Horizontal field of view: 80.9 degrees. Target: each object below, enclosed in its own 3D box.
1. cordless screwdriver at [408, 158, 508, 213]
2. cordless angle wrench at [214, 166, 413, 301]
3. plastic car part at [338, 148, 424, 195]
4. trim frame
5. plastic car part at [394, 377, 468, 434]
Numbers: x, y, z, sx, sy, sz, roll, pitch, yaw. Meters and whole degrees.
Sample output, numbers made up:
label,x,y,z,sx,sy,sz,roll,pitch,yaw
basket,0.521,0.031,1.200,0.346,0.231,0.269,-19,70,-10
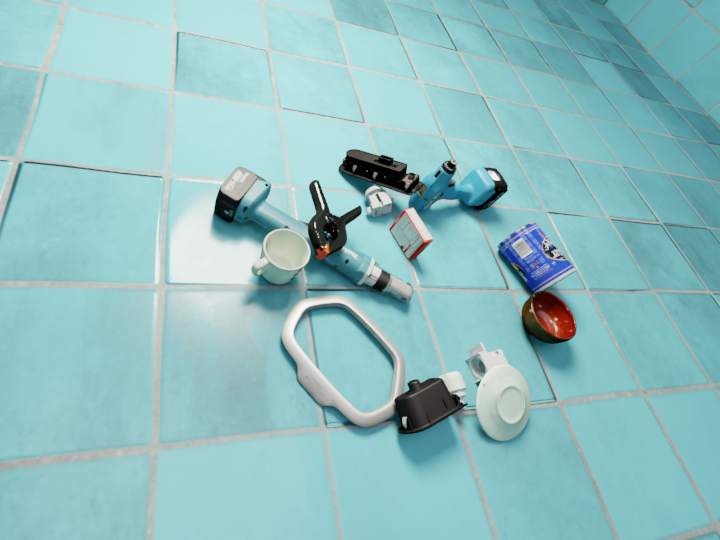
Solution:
label,x,y,z,sx,sy,sz,roll,pitch,yaw
cordless screwdriver,0.247,-0.207,1.007,0.240,0.159,0.077,-9,64,-31
cordless angle wrench,-0.081,-0.053,0.825,0.420,0.074,0.098,30,51,-3
plastic car part,0.039,-0.231,0.961,0.213,0.064,0.066,21,52,28
trim frame,-0.027,0.147,0.734,0.253,0.027,0.181,45,51,9
plastic car part,0.106,0.216,0.705,0.113,0.067,0.072,-15,81,-30
